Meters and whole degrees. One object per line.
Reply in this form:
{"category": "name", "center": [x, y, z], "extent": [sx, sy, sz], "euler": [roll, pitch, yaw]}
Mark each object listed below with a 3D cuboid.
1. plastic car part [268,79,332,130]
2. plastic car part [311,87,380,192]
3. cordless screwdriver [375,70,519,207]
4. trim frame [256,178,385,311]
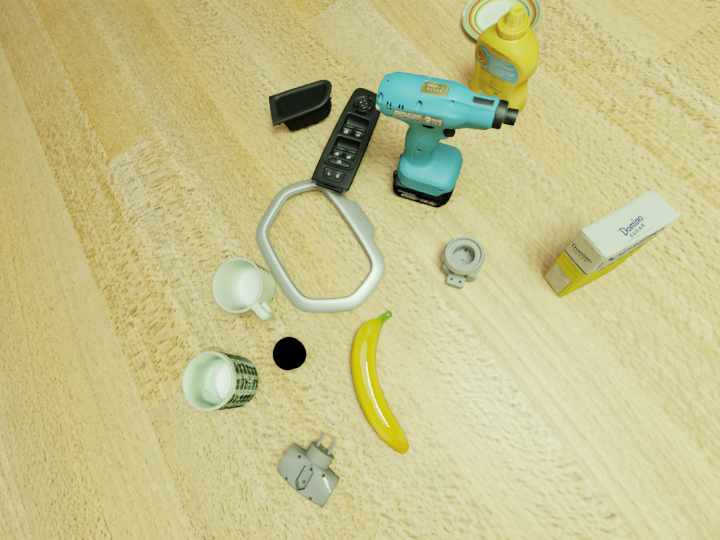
{"category": "plastic car part", "center": [-0.100, -0.291, 0.768], "extent": [0.118, 0.068, 0.068], "euler": [-13, 71, 8]}
{"category": "plastic car part", "center": [-0.014, -0.219, 0.725], "extent": [0.068, 0.064, 0.204], "euler": [17, 77, 16]}
{"category": "cordless screwdriver", "center": [0.114, -0.168, 0.583], "extent": [0.164, 0.240, 0.074], "euler": [20, 78, 15]}
{"category": "trim frame", "center": [-0.069, -0.045, 0.701], "extent": [0.184, 0.026, 0.258], "euler": [-34, 68, 1]}
